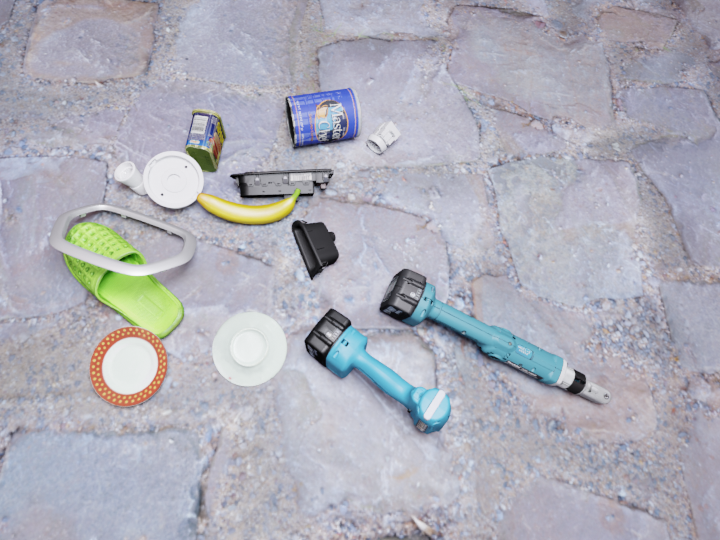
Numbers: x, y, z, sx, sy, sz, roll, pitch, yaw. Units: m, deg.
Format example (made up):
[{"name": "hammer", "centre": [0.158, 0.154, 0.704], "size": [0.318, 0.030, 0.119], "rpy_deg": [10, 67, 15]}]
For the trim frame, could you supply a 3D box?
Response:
[{"name": "trim frame", "centre": [-0.414, -0.059, 0.746], "size": [0.251, 0.027, 0.186], "rpy_deg": [16, 34, 3]}]

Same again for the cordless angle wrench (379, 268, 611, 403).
[{"name": "cordless angle wrench", "centre": [0.243, 0.129, 0.746], "size": [0.425, 0.097, 0.074], "rpy_deg": [27, 73, 2]}]

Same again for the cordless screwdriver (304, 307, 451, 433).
[{"name": "cordless screwdriver", "centre": [0.026, 0.177, 0.701], "size": [0.260, 0.153, 0.074], "rpy_deg": [32, 66, 22]}]

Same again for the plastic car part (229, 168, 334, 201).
[{"name": "plastic car part", "centre": [-0.157, -0.171, 0.847], "size": [0.201, 0.067, 0.066], "rpy_deg": [1, 97, -6]}]

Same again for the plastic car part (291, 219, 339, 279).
[{"name": "plastic car part", "centre": [-0.079, -0.052, 0.809], "size": [0.069, 0.066, 0.120], "rpy_deg": [-11, 68, -26]}]
